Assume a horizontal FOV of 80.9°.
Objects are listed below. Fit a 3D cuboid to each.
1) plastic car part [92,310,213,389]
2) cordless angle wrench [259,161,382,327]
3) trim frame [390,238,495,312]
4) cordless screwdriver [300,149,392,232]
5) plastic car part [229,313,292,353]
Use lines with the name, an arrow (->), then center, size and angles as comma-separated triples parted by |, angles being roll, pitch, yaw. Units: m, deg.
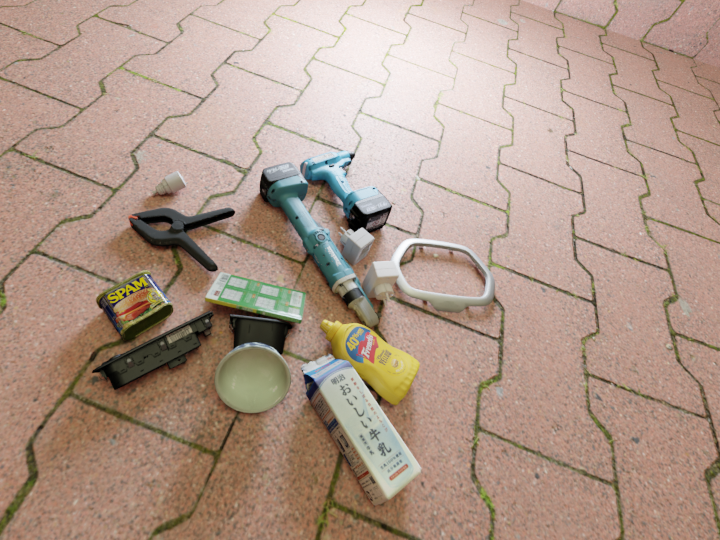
plastic car part -> -0.338, 0.138, 0.713 | 0.197, 0.068, 0.067 | -23, 90, -29
cordless angle wrench -> -0.089, -0.058, 0.909 | 0.095, 0.073, 0.440 | -21, 63, -27
trim frame -> 0.184, 0.007, 0.949 | 0.244, 0.027, 0.190 | 7, 52, -10
cordless screwdriver -> -0.019, -0.207, 1.033 | 0.155, 0.073, 0.260 | -26, 60, -29
plastic car part -> -0.183, 0.123, 0.761 | 0.114, 0.066, 0.072 | 11, 68, -10
